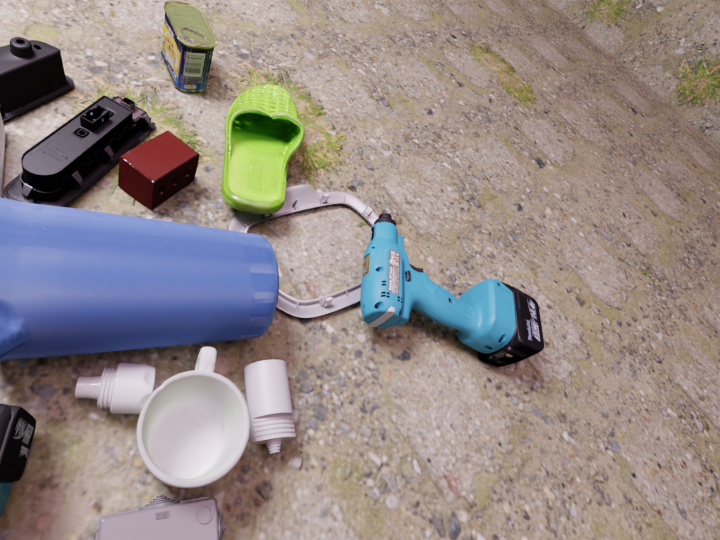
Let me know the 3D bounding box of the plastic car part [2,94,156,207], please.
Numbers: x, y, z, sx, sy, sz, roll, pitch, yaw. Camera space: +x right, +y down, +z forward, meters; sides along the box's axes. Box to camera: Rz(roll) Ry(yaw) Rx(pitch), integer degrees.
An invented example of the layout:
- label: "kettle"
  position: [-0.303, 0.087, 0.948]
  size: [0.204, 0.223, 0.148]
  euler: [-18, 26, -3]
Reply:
- label: "plastic car part"
  position: [-0.318, -0.148, 0.492]
  size: [0.065, 0.068, 0.205]
  euler: [32, 51, -15]

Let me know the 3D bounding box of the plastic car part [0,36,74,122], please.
- label: "plastic car part"
  position: [-0.407, -0.240, 0.505]
  size: [0.066, 0.071, 0.116]
  euler: [36, 52, -4]

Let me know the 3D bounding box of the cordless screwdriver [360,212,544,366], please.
- label: "cordless screwdriver"
  position: [0.115, 0.024, 0.559]
  size: [0.241, 0.075, 0.163]
  euler: [20, 52, -17]

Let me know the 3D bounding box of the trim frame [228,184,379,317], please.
- label: "trim frame"
  position: [-0.055, -0.036, 0.562]
  size: [0.240, 0.027, 0.190]
  euler: [-20, 67, -33]

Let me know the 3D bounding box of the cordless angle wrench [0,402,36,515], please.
- label: "cordless angle wrench"
  position: [-0.268, 0.288, 0.195]
  size: [0.072, 0.099, 0.435]
  euler: [11, 58, -23]
